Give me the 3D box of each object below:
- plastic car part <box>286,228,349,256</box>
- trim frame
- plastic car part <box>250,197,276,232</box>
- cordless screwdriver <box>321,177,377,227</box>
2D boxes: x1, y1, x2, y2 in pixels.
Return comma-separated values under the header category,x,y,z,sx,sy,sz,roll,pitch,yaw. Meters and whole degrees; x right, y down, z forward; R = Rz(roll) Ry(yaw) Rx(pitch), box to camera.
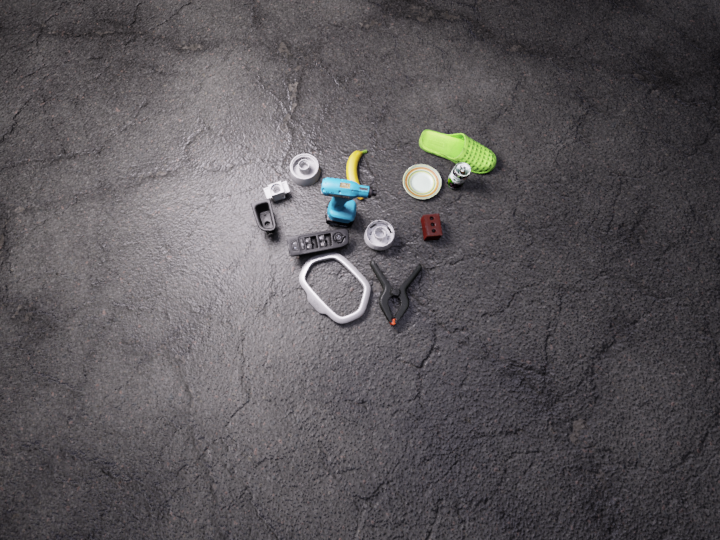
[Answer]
category,x,y,z,sx,sy,sz,roll,pitch,yaw
plastic car part,-0.134,-0.088,1.371,0.202,0.066,0.068,-11,74,-2
trim frame,-0.083,0.052,1.345,0.183,0.027,0.255,-43,76,-11
plastic car part,-0.314,-0.169,1.403,0.066,0.069,0.119,-17,74,-5
cordless screwdriver,-0.038,-0.208,1.313,0.160,0.244,0.075,9,75,1
